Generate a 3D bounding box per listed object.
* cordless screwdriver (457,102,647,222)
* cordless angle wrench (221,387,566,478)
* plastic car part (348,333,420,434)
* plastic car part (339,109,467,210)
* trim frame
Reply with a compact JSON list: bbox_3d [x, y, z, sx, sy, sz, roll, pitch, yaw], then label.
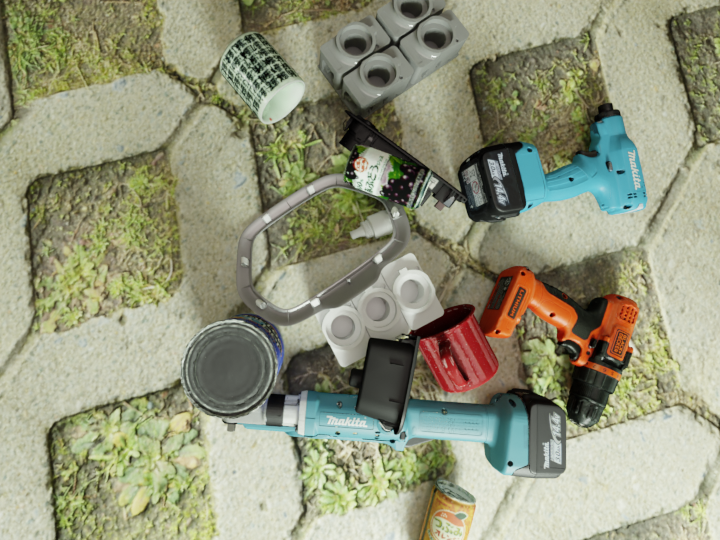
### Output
[{"bbox_3d":[0.266,-0.149,0.585,0.245,0.075,0.160,-6,84,-9],"label":"cordless screwdriver"},{"bbox_3d":[0.033,0.192,0.544,0.424,0.074,0.098,4,84,1],"label":"cordless angle wrench"},{"bbox_3d":[0.024,0.125,0.496,0.072,0.065,0.117,15,82,5],"label":"plastic car part"},{"bbox_3d":[0.048,-0.146,0.591,0.204,0.066,0.067,42,109,1],"label":"plastic car part"},{"bbox_3d":[-0.055,-0.036,0.558,0.247,0.026,0.192,-33,64,-7],"label":"trim frame"}]
